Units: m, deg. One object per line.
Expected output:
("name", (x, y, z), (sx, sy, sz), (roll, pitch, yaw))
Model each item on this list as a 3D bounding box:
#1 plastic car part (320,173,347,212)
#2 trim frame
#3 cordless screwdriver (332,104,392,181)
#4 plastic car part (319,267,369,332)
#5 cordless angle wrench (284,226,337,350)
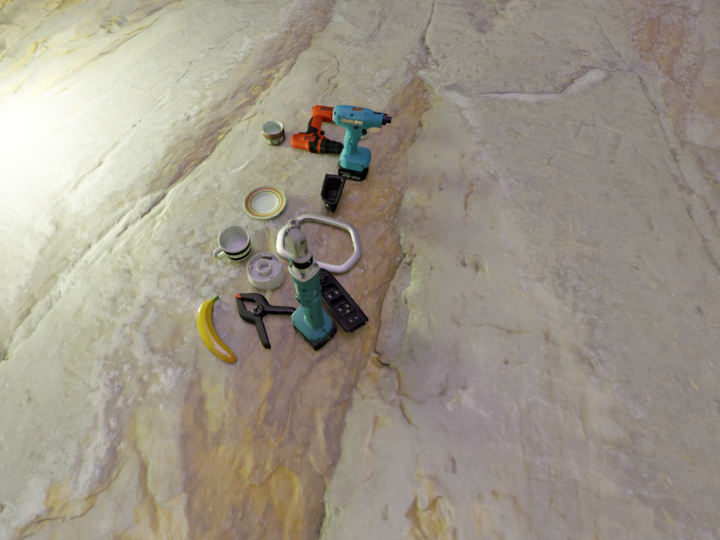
("plastic car part", (-0.083, -0.220, 1.250), (0.067, 0.069, 0.118), (8, 58, 7))
("trim frame", (-0.116, -0.076, 1.185), (0.255, 0.026, 0.186), (15, 60, 14))
("cordless screwdriver", (0.004, -0.370, 1.237), (0.162, 0.241, 0.075), (12, 59, 8))
("plastic car part", (-0.063, 0.075, 1.062), (0.065, 0.065, 0.213), (-30, 60, -16))
("cordless angle wrench", (-0.109, 0.046, 0.879), (0.073, 0.410, 0.102), (-40, 67, -22))
